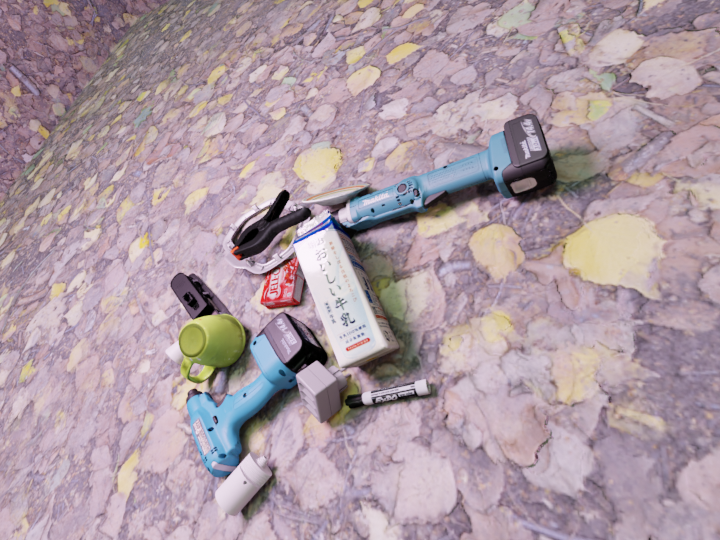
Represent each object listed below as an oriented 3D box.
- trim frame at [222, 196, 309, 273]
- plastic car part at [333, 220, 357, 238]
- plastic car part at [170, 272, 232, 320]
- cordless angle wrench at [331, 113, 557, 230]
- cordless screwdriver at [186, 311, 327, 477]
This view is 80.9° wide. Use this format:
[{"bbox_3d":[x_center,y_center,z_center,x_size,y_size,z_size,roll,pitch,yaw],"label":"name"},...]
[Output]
[{"bbox_3d":[-0.202,-0.078,0.871,0.183,0.026,0.263,-48,43,-10],"label":"trim frame"},{"bbox_3d":[-0.073,-0.048,0.745,0.116,0.062,0.075,-55,45,21],"label":"plastic car part"},{"bbox_3d":[-0.338,0.063,0.863,0.066,0.063,0.215,-54,45,-1],"label":"plastic car part"},{"bbox_3d":[0.083,-0.125,0.707,0.437,0.070,0.100,-16,61,30],"label":"cordless angle wrench"},{"bbox_3d":[-0.180,0.176,0.677,0.249,0.070,0.168,-49,47,-1],"label":"cordless screwdriver"}]
